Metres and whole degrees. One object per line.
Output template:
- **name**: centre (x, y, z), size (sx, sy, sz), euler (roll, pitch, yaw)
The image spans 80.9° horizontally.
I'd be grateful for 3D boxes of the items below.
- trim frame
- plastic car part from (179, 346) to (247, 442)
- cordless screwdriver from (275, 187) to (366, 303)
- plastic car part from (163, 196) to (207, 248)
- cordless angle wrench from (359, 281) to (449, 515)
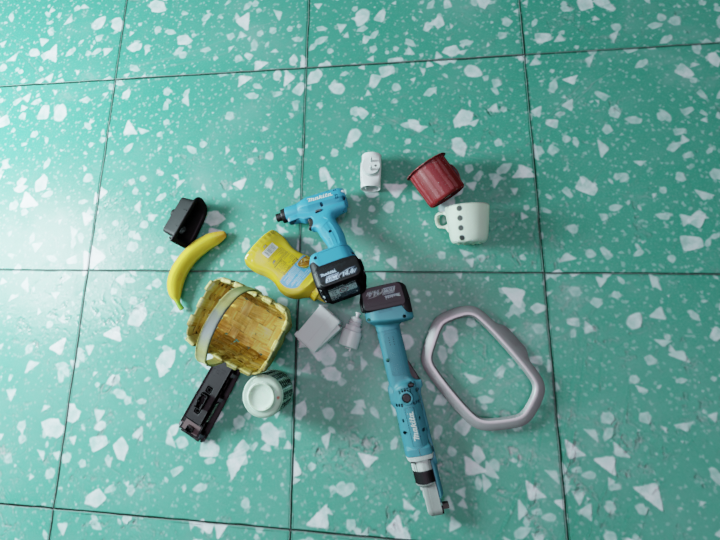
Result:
- **trim frame**: centre (0.234, 0.187, 0.818), size (0.184, 0.027, 0.256), euler (-40, 74, -1)
- **plastic car part**: centre (-0.305, 0.244, 0.861), size (0.069, 0.065, 0.203), euler (26, 80, 16)
- **cordless screwdriver**: centre (-0.084, -0.055, 0.857), size (0.160, 0.071, 0.259), euler (-17, 55, 3)
- **plastic car part**: centre (-0.402, -0.114, 0.955), size (0.074, 0.063, 0.117), euler (16, 77, 22)
- **cordless angle wrench**: centre (0.088, 0.237, 0.806), size (0.098, 0.073, 0.430), euler (-14, 79, 3)
